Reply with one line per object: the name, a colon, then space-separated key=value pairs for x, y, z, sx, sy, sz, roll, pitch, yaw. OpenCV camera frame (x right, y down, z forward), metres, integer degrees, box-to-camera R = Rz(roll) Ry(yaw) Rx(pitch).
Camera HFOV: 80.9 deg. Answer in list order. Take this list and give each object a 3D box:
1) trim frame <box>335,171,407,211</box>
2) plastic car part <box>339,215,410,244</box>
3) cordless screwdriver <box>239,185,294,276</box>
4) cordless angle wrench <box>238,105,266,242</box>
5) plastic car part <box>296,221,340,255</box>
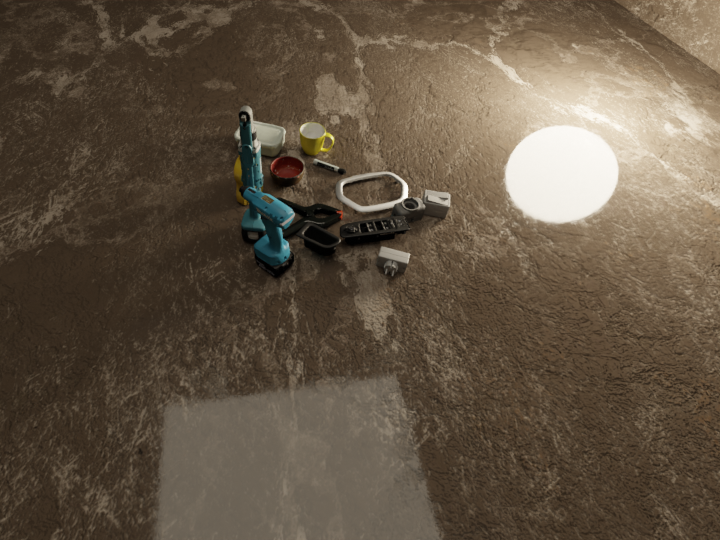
trim frame: x=0.039 y=-0.260 z=1.377 sx=0.244 sy=0.027 sz=0.193 roll=-16 pitch=55 yaw=-16
plastic car part: x=0.035 y=-0.114 z=1.238 sx=0.200 sy=0.065 sz=0.069 roll=-5 pitch=53 yaw=-8
cordless screwdriver: x=-0.245 y=-0.103 z=1.100 sx=0.165 sy=0.243 sz=0.073 roll=35 pitch=56 yaw=18
cordless angle wrench: x=-0.280 y=-0.236 z=1.094 sx=0.074 sy=0.413 sz=0.100 roll=8 pitch=52 yaw=-3
plastic car part: x=-0.117 y=-0.077 z=1.197 sx=0.120 sy=0.069 sz=0.065 roll=29 pitch=55 yaw=17
